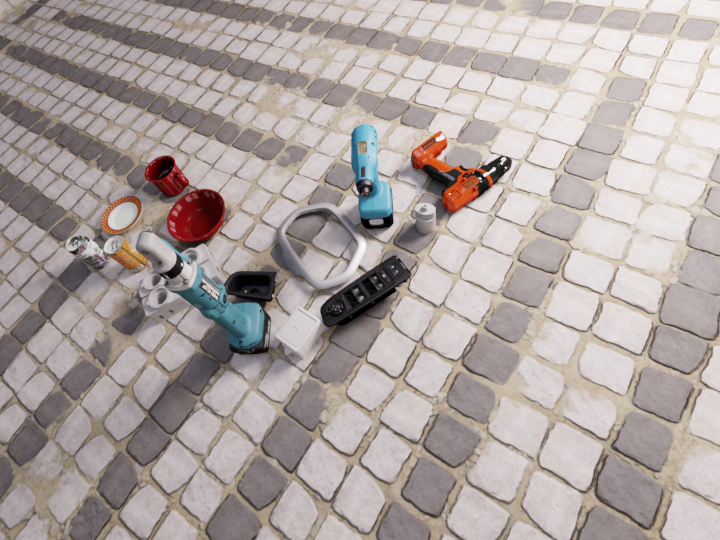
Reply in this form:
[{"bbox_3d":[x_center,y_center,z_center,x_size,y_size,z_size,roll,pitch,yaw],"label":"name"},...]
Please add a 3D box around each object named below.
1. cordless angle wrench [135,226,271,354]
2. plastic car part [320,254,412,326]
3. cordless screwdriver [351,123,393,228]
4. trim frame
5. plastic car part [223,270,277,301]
[{"bbox_3d":[-0.265,0.051,0.752,0.076,0.405,0.100,-4,62,9],"label":"cordless angle wrench"},{"bbox_3d":[0.007,0.051,0.878,0.202,0.064,0.069,-31,60,-3],"label":"plastic car part"},{"bbox_3d":[0.023,-0.166,0.890,0.076,0.238,0.163,-4,62,9],"label":"cordless screwdriver"},{"bbox_3d":[-0.097,-0.063,0.990,0.183,0.026,0.261,-36,59,-6],"label":"trim frame"},{"bbox_3d":[-0.239,0.042,0.947,0.120,0.068,0.067,2,63,15],"label":"plastic car part"}]
